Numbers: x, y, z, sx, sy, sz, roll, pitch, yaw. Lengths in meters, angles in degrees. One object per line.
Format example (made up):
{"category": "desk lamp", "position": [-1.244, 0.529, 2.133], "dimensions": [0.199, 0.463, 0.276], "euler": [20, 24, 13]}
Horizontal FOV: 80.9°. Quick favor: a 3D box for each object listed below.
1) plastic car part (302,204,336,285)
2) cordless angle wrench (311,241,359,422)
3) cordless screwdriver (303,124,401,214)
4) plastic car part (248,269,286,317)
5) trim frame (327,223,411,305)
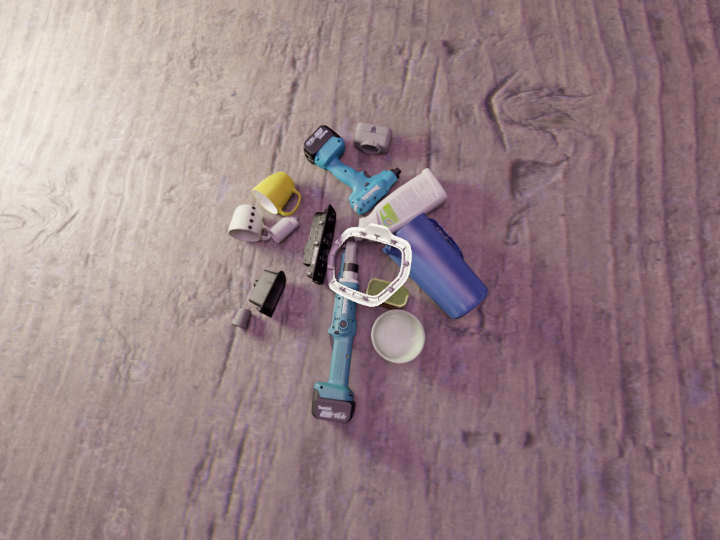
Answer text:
{"category": "plastic car part", "position": [-0.106, -0.069, 1.080], "dimensions": [0.070, 0.063, 0.204], "euler": [8, 77, 32]}
{"category": "cordless angle wrench", "position": [-0.042, 0.133, 1.016], "dimensions": [0.099, 0.072, 0.428], "euler": [5, 74, 6]}
{"category": "cordless screwdriver", "position": [-0.025, -0.282, 1.116], "dimensions": [0.159, 0.073, 0.254], "euler": [-43, 80, -6]}
{"category": "plastic car part", "position": [-0.240, 0.050, 1.065], "dimensions": [0.074, 0.063, 0.117], "euler": [14, 75, 21]}
{"category": "trim frame", "position": [0.010, -0.019, 0.980], "dimensions": [0.263, 0.026, 0.184], "euler": [20, 82, 46]}
